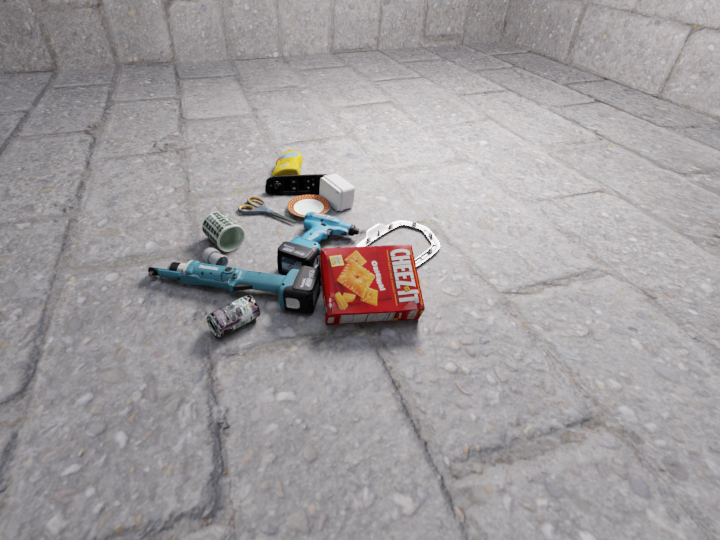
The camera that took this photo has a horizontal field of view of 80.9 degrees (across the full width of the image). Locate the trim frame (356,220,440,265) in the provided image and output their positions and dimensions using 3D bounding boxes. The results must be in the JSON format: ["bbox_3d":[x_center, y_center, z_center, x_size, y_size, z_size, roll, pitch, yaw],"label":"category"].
[{"bbox_3d":[0.103,-0.074,1.151,0.243,0.027,0.194,-33,49,-32],"label":"trim frame"}]

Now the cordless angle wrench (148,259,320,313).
[{"bbox_3d":[-0.309,0.020,1.004,0.432,0.072,0.099,8,39,12],"label":"cordless angle wrench"}]

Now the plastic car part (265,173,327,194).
[{"bbox_3d":[-0.210,-0.285,1.376,0.201,0.064,0.069,-4,30,-7],"label":"plastic car part"}]

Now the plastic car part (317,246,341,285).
[{"bbox_3d":[-0.065,-0.017,1.047,0.069,0.069,0.114,24,41,28],"label":"plastic car part"}]

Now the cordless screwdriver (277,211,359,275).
[{"bbox_3d":[-0.109,-0.071,1.112,0.164,0.072,0.249,13,37,13],"label":"cordless screwdriver"}]
